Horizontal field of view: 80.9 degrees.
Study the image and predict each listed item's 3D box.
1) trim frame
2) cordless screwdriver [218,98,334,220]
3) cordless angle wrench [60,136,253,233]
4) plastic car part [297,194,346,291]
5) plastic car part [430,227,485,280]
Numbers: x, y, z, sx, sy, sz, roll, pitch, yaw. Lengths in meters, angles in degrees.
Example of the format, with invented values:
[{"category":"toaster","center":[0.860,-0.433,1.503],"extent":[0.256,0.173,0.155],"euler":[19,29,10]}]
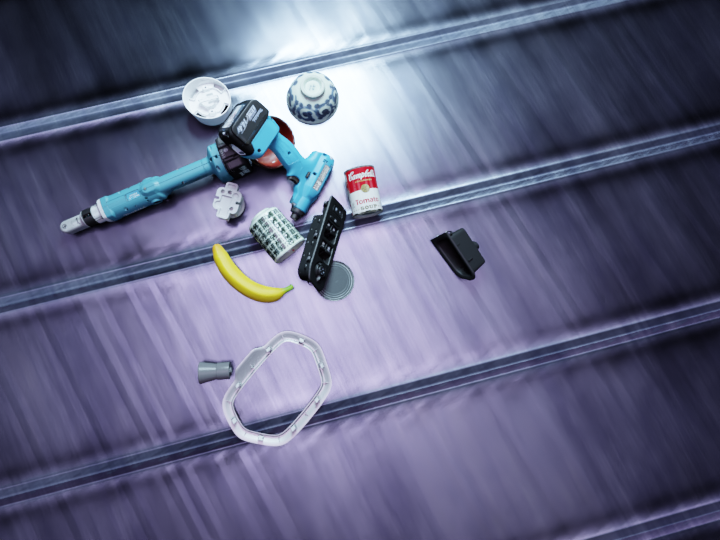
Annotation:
[{"category":"trim frame","center":[-0.173,0.246,0.879],"extent":[0.186,0.027,0.248],"euler":[41,85,5]},{"category":"cordless screwdriver","center":[-0.174,-0.221,0.867],"extent":[0.235,0.078,0.159],"euler":[32,81,-36]},{"category":"cordless angle wrench","center":[-0.442,-0.170,0.903],"extent":[0.423,0.098,0.074],"euler":[-23,90,-1]},{"category":"plastic car part","center":[-0.087,-0.057,0.885],"extent":[0.069,0.063,0.206],"euler":[-3,61,25]},{"category":"plastic car part","center":[0.221,-0.043,0.911],"extent":[0.070,0.067,0.117],"euler":[-37,89,-21]}]
